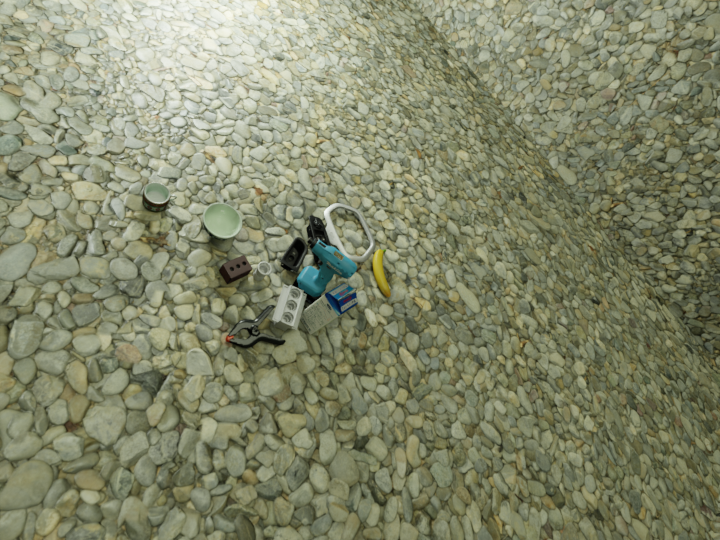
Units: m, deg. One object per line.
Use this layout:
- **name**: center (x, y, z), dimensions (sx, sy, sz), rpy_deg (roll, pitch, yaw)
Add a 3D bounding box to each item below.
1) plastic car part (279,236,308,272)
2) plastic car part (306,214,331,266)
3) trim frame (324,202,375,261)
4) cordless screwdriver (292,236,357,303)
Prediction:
- **plastic car part**: center (-0.218, -0.043, 1.357), dimensions (0.065, 0.072, 0.117), rpy_deg (34, 52, -12)
- **plastic car part**: center (-0.140, -0.092, 1.432), dimensions (0.063, 0.068, 0.209), rpy_deg (0, 64, -32)
- **trim frame**: center (-0.041, -0.140, 1.541), dimensions (0.177, 0.028, 0.255), rpy_deg (-14, 71, -35)
- **cordless screwdriver**: center (-0.134, -0.001, 1.265), dimensions (0.157, 0.252, 0.074), rpy_deg (39, 52, -9)
